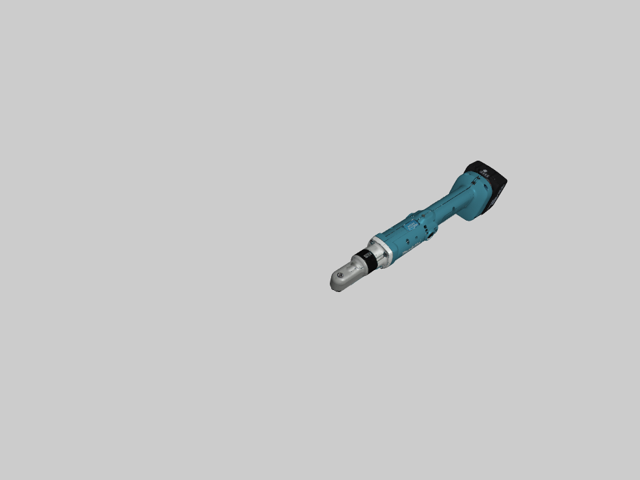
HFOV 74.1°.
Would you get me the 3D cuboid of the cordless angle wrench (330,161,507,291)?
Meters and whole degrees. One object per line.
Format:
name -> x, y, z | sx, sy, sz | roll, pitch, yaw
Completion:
cordless angle wrench -> 0.180, -0.024, 0.770 | 0.422, 0.098, 0.074 | -30, 60, -28
